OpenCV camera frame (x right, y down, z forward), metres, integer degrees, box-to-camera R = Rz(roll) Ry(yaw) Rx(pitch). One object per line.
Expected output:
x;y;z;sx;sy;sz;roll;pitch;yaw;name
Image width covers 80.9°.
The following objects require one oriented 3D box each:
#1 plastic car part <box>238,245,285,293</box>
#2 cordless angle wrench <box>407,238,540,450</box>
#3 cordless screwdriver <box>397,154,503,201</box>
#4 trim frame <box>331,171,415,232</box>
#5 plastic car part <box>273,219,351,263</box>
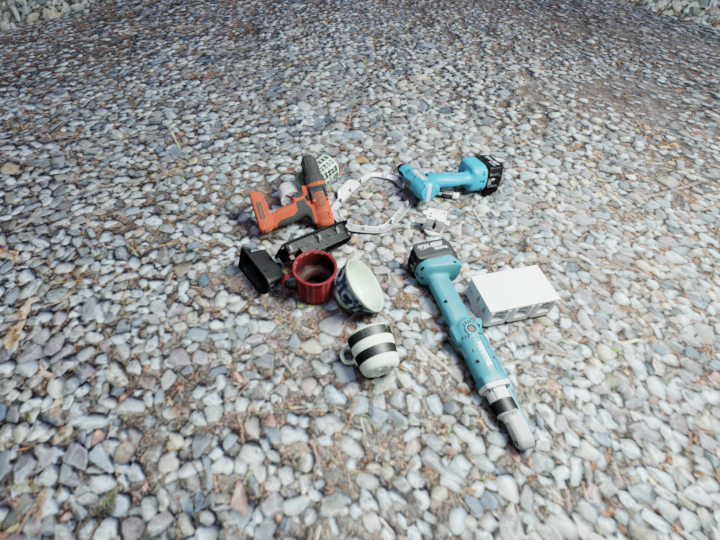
-0.209;-0.003;0.929;0.069;0.065;0.122;-25;57;-39;plastic car part
0.208;0.123;0.814;0.097;0.072;0.442;-12;53;-11;cordless angle wrench
0.230;-0.253;1.111;0.244;0.072;0.167;-12;39;-15;cordless screwdriver
0.032;-0.182;1.095;0.192;0.026;0.246;28;57;22;trim frame
-0.093;-0.061;0.956;0.198;0.066;0.069;-31;70;-37;plastic car part
